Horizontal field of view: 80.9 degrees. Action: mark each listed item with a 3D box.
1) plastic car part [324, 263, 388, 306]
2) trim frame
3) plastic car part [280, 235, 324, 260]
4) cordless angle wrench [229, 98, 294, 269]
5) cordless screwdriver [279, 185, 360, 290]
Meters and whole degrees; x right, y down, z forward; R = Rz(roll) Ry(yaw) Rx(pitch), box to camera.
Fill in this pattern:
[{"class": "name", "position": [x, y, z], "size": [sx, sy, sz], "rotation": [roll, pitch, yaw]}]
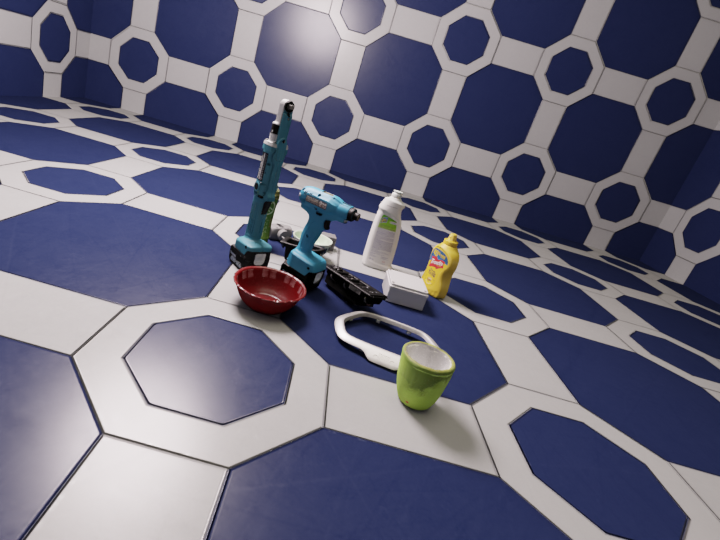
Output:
[{"class": "plastic car part", "position": [-0.026, 0.041, 1.065], "size": [0.063, 0.066, 0.215], "rotation": [0, 26, -41]}, {"class": "trim frame", "position": [0.062, 0.150, 0.906], "size": [0.253, 0.027, 0.183], "rotation": [20, 21, 9]}, {"class": "plastic car part", "position": [-0.165, -0.044, 1.171], "size": [0.118, 0.070, 0.065], "rotation": [20, 20, 8]}, {"class": "cordless angle wrench", "position": [-0.229, -0.199, 1.024], "size": [0.071, 0.419, 0.104], "rotation": [0, 26, -43]}, {"class": "cordless screwdriver", "position": [-0.100, -0.066, 1.024], "size": [0.166, 0.246, 0.072], "rotation": [27, 21, 25]}]
